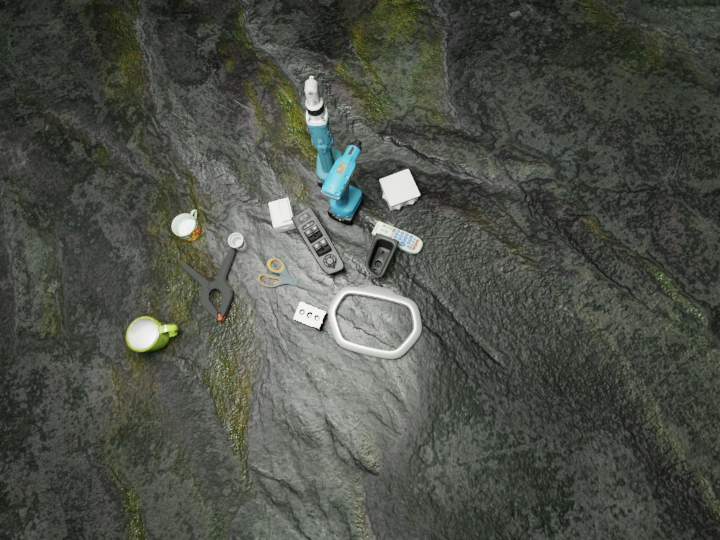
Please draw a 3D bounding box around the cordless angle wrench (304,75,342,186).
[{"bbox_3d":[-0.095,-0.332,1.066,0.075,0.413,0.099,1,76,3],"label":"cordless angle wrench"}]

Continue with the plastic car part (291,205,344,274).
[{"bbox_3d":[-0.115,-0.075,1.175,0.066,0.065,0.209,-31,73,-4],"label":"plastic car part"}]

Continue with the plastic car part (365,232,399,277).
[{"bbox_3d":[0.051,-0.031,1.137,0.067,0.069,0.117,21,78,10],"label":"plastic car part"}]

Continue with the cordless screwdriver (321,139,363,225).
[{"bbox_3d":[-0.035,-0.225,1.115,0.076,0.243,0.159,25,79,8],"label":"cordless screwdriver"}]

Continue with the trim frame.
[{"bbox_3d":[0.035,0.130,1.114,0.253,0.027,0.186,10,75,10],"label":"trim frame"}]
